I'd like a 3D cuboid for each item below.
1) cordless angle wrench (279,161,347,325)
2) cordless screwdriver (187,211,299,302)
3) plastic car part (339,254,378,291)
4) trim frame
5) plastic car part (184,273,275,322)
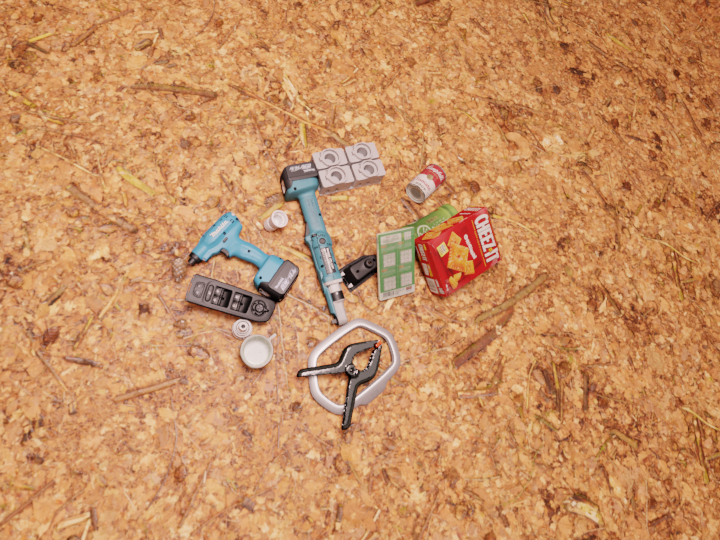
[{"bbox_3d":[-0.105,-0.069,1.076,0.096,0.075,0.430,-14,78,-18],"label":"cordless angle wrench"},{"bbox_3d":[-0.279,-0.015,1.016,0.251,0.074,0.158,37,68,5],"label":"cordless screwdriver"},{"bbox_3d":[0.007,-0.007,1.078,0.115,0.071,0.067,-34,86,-18],"label":"plastic car part"},{"bbox_3d":[-0.015,0.228,1.018,0.244,0.027,0.187,-35,81,-23],"label":"trim frame"},{"bbox_3d":[-0.300,0.074,0.981,0.199,0.067,0.067,18,62,-12],"label":"plastic car part"}]
